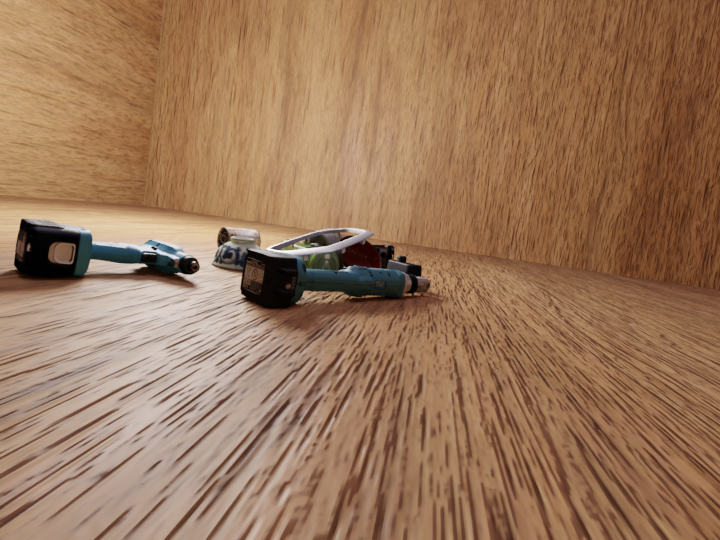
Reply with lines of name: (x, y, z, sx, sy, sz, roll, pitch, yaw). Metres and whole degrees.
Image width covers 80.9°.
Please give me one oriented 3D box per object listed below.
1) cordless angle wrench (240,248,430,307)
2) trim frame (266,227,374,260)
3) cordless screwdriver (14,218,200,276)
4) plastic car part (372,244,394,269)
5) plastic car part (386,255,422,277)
cordless angle wrench: (-0.008, 0.019, 0.754, 0.402, 0.074, 0.103, 4, 7, -42)
trim frame: (-0.082, -0.053, 0.836, 0.193, 0.027, 0.242, 2, 19, 32)
cordless screwdriver: (-0.393, -0.025, 0.676, 0.168, 0.074, 0.236, 13, 5, 38)
plastic car part: (-0.018, -0.040, 1.114, 0.211, 0.067, 0.064, 3, -5, 27)
plastic car part: (0.095, 0.003, 0.966, 0.063, 0.070, 0.123, 5, 10, -37)
